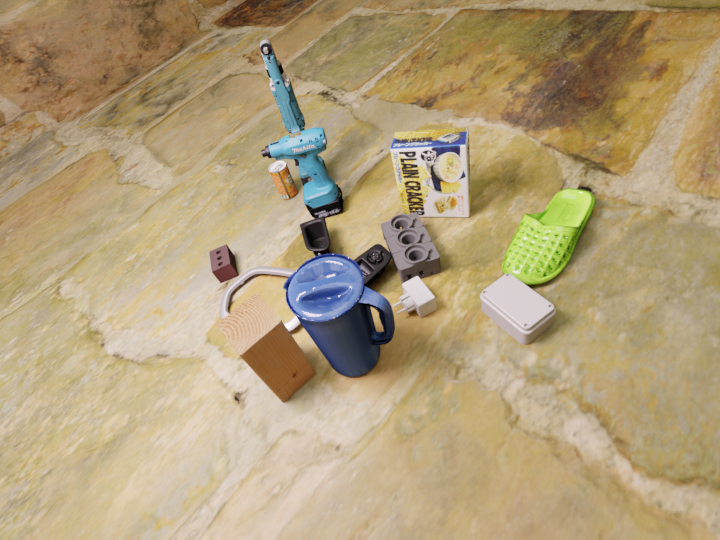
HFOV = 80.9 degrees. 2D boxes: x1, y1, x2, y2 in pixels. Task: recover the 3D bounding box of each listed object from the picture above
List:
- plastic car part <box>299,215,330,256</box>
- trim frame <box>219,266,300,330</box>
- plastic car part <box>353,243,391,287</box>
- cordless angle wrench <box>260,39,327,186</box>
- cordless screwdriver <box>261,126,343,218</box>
[{"bbox_3d":[-0.101,-0.066,1.030,0.066,0.067,0.122,-19,48,2],"label":"plastic car part"},{"bbox_3d":[-0.221,0.068,0.989,0.258,0.026,0.186,6,54,24],"label":"trim frame"},{"bbox_3d":[-0.008,0.023,0.925,0.201,0.064,0.070,-43,51,-18],"label":"plastic car part"},{"bbox_3d":[-0.173,-0.389,1.100,0.075,0.403,0.102,-15,48,4],"label":"cordless angle wrench"},{"bbox_3d":[-0.139,-0.239,1.074,0.161,0.237,0.077,-12,48,8],"label":"cordless screwdriver"}]
